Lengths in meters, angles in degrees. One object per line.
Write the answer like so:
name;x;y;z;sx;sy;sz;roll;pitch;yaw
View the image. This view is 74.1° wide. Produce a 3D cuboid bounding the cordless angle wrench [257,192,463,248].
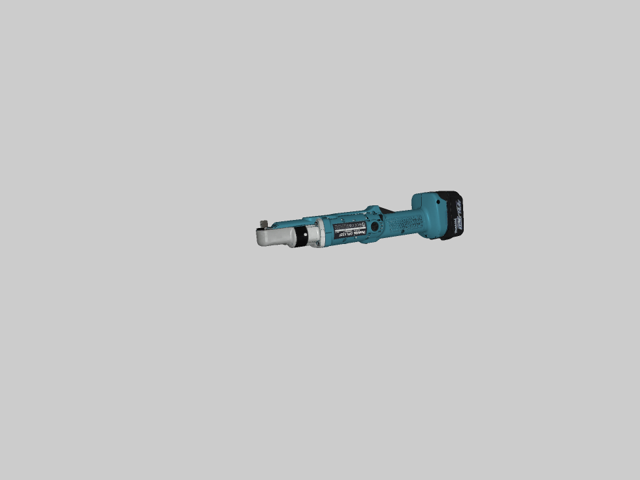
cordless angle wrench;0.084;-0.027;0.767;0.422;0.098;0.074;-8;7;-29
